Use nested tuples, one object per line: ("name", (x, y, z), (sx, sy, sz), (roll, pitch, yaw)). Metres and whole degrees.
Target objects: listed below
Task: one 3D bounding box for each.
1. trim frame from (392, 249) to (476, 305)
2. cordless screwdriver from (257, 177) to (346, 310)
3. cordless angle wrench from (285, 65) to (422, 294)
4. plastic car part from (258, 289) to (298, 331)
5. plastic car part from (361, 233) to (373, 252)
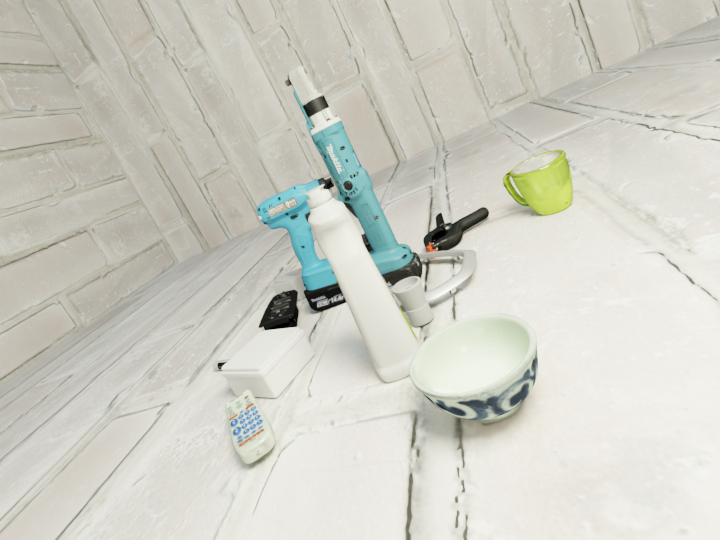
("trim frame", (0.093, 0.015, 0.748), (0.181, 0.027, 0.259), (-37, 20, -30))
("cordless screwdriver", (-0.082, -0.054, 0.841), (0.162, 0.243, 0.075), (-23, 13, 14))
("cordless angle wrench", (-0.015, -0.152, 0.738), (0.101, 0.414, 0.074), (-20, 14, 27))
("plastic car part", (-0.148, 0.086, 0.838), (0.066, 0.065, 0.207), (-27, 17, 1))
("plastic car part", (0.011, -0.039, 0.953), (0.066, 0.069, 0.119), (-26, 16, 3))
